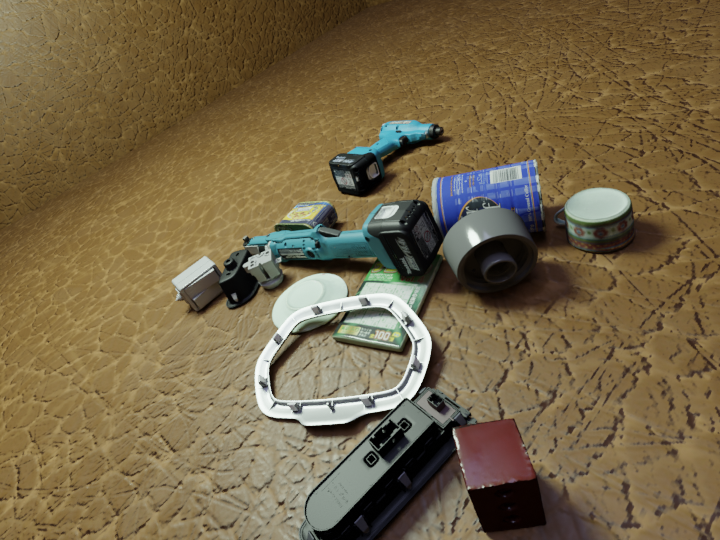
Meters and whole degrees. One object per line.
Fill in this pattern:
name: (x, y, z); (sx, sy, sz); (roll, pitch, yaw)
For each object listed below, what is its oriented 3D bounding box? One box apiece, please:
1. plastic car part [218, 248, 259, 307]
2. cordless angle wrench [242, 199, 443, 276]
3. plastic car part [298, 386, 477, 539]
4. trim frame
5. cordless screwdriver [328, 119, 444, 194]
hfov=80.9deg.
plastic car part: (-0.225, 0.004, 0.781); (0.068, 0.068, 0.119); (-14, 34, 18)
cordless angle wrench: (-0.071, -0.047, 0.731); (0.444, 0.094, 0.074); (0, 41, 43)
plastic car part: (0.022, 0.189, 0.407); (0.201, 0.064, 0.070); (-42, 45, -16)
trim frame: (-0.033, 0.110, 0.548); (0.256, 0.026, 0.189); (-11, 47, 21)
cordless screwdriver: (0.059, -0.261, 0.933); (0.168, 0.071, 0.246); (15, 49, 43)
